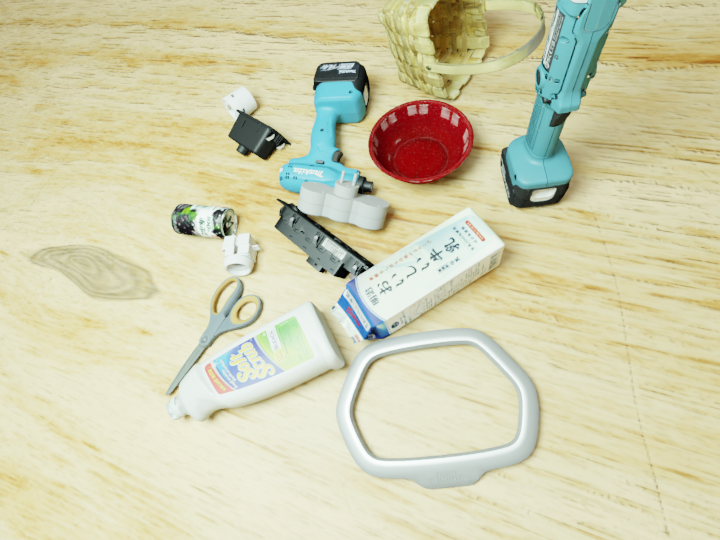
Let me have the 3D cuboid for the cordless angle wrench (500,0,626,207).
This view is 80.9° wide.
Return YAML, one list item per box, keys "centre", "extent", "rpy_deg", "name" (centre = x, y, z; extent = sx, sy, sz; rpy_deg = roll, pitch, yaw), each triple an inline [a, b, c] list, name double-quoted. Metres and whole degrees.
- centre: [0.221, -0.211, 0.457]
  extent: [0.075, 0.406, 0.100]
  rpy_deg: [-6, 66, 8]
  name: "cordless angle wrench"

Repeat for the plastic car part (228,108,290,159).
- centre: [-0.202, -0.246, 0.792]
  extent: [0.122, 0.063, 0.071]
  rpy_deg: [32, 91, 28]
  name: "plastic car part"

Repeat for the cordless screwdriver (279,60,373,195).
- centre: [-0.033, -0.241, 0.734]
  extent: [0.164, 0.071, 0.251]
  rpy_deg: [9, 72, 18]
  name: "cordless screwdriver"

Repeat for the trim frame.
- centre: [0.090, 0.169, 0.534]
  extent: [0.251, 0.026, 0.190]
  rpy_deg: [-12, 62, 8]
  name: "trim frame"

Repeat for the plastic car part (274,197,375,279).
- centre: [-0.064, -0.042, 0.659]
  extent: [0.212, 0.063, 0.067]
  rpy_deg: [42, 106, 26]
  name: "plastic car part"
